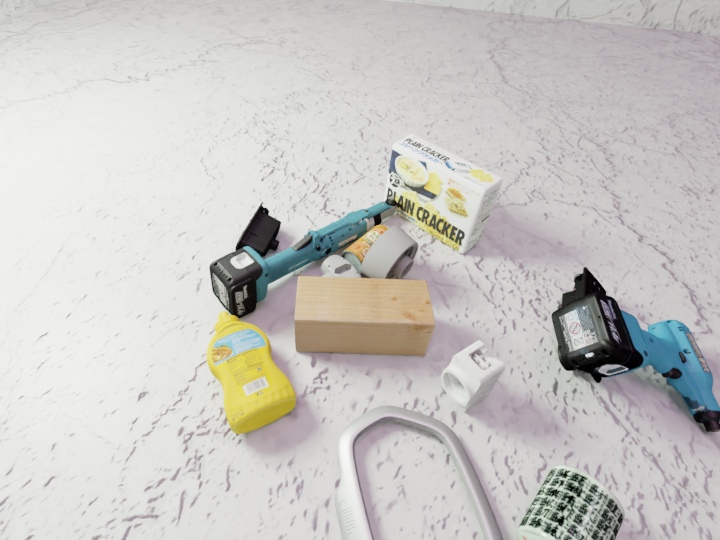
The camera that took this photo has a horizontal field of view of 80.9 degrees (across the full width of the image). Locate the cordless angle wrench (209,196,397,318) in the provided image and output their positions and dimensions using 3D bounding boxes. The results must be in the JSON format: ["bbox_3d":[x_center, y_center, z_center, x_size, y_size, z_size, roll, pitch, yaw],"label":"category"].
[{"bbox_3d":[-0.079,-0.051,0.805,0.412,0.095,0.078,-30,55,-32],"label":"cordless angle wrench"}]

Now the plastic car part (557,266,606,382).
[{"bbox_3d":[0.354,0.086,0.684,0.069,0.064,0.203,-21,29,39],"label":"plastic car part"}]

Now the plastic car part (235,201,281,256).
[{"bbox_3d":[-0.194,-0.067,0.835,0.071,0.065,0.118,20,50,-4],"label":"plastic car part"}]

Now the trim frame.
[{"bbox_3d":[0.063,0.284,0.514,0.181,0.027,0.260,-10,48,-12],"label":"trim frame"}]

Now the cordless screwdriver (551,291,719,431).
[{"bbox_3d":[0.399,0.129,0.594,0.240,0.075,0.164,15,53,-21],"label":"cordless screwdriver"}]
